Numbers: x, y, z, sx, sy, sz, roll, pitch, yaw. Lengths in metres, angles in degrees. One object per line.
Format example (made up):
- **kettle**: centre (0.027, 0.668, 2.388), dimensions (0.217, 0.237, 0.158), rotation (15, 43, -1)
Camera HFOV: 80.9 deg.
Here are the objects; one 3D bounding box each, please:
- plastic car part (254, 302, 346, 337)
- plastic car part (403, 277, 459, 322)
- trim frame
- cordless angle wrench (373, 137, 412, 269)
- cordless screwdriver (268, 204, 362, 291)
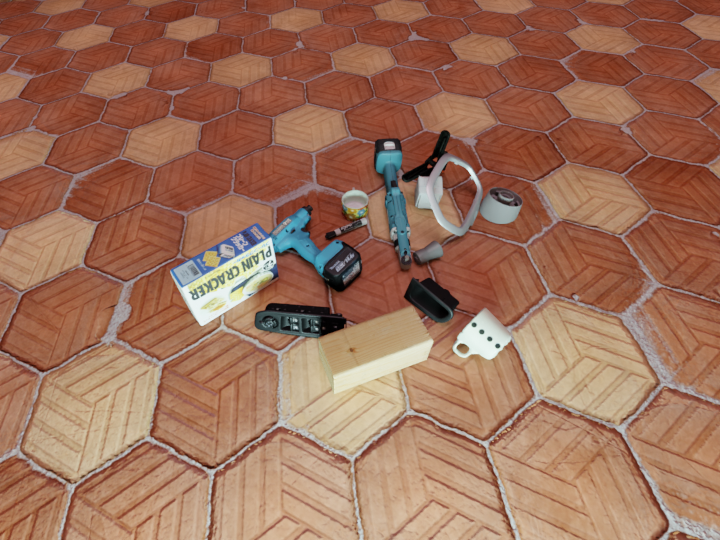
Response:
- **plastic car part**: centre (-0.131, 0.103, 0.923), dimensions (0.204, 0.064, 0.069), rotation (2, 42, 4)
- **plastic car part**: centre (0.168, 0.060, 0.947), dimensions (0.122, 0.065, 0.069), rotation (37, 46, 23)
- **trim frame**: centre (0.248, -0.200, 1.099), dimensions (0.179, 0.028, 0.248), rotation (42, 53, -14)
- **cordless angle wrench**: centre (0.093, -0.184, 1.131), dimensions (0.074, 0.095, 0.437), rotation (-3, 55, -3)
- **cordless screwdriver**: centre (-0.102, -0.067, 1.045), dimensions (0.261, 0.071, 0.158), rotation (31, 65, 28)
